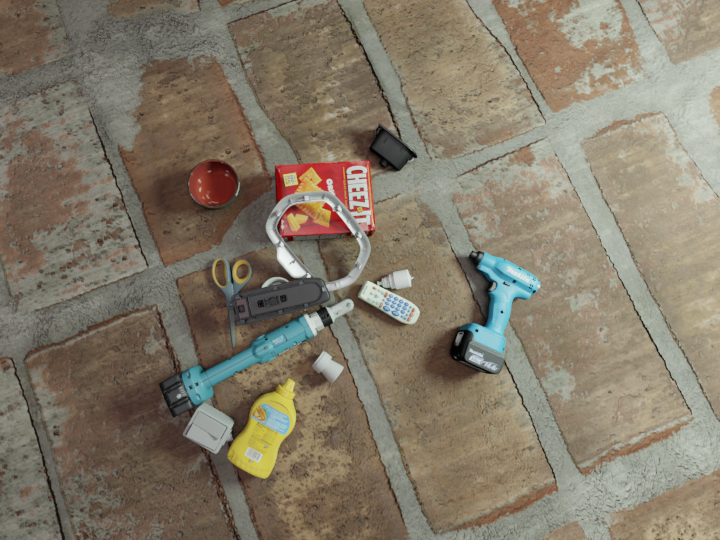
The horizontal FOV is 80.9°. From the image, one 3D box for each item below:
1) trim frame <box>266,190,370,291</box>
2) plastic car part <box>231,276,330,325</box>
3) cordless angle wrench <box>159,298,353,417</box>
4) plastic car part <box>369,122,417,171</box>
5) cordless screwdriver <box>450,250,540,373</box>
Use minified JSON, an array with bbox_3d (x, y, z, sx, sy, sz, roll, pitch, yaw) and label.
[{"bbox_3d":[-0.088,-0.058,0.900,0.185,0.028,0.239,-33,113,10],"label":"trim frame"},{"bbox_3d":[-0.163,0.057,0.864,0.201,0.066,0.067,-13,78,-7],"label":"plastic car part"},{"bbox_3d":[-0.201,0.165,0.886,0.419,0.097,0.075,-27,83,-9],"label":"cordless angle wrench"},{"bbox_3d":[0.067,-0.276,0.983,0.117,0.066,0.071,42,97,0],"label":"plastic car part"},{"bbox_3d":[0.270,0.086,0.919,0.160,0.074,0.249,28,77,2],"label":"cordless screwdriver"}]
